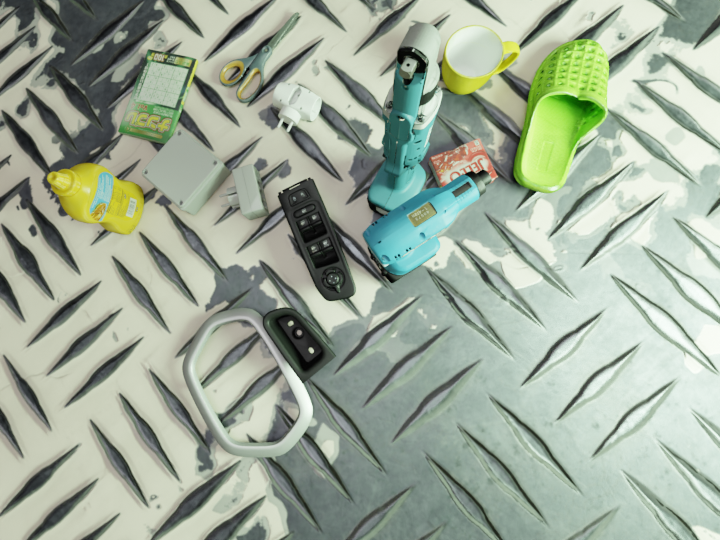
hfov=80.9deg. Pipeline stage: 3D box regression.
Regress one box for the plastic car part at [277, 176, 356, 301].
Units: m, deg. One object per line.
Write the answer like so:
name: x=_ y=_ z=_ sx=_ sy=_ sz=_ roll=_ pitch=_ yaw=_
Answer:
plastic car part: x=-0.068 y=-0.044 z=0.693 sx=0.066 sy=0.066 sz=0.207 roll=-23 pitch=79 yaw=1

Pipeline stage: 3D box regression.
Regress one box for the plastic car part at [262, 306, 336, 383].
plastic car part: x=-0.098 y=0.107 z=0.670 sx=0.066 sy=0.069 sz=0.119 roll=-40 pitch=79 yaw=-1

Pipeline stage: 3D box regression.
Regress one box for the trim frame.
trim frame: x=-0.185 y=0.182 z=0.690 sx=0.184 sy=0.027 sz=0.254 roll=-33 pitch=78 yaw=1

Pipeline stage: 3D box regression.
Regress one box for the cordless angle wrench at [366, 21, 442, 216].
cordless angle wrench: x=0.054 y=-0.153 z=0.517 sx=0.075 sy=0.416 sz=0.098 roll=27 pitch=86 yaw=5

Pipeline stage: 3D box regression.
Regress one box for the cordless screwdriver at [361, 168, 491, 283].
cordless screwdriver: x=0.083 y=-0.056 z=0.584 sx=0.159 sy=0.244 sz=0.076 roll=-33 pitch=83 yaw=-1
